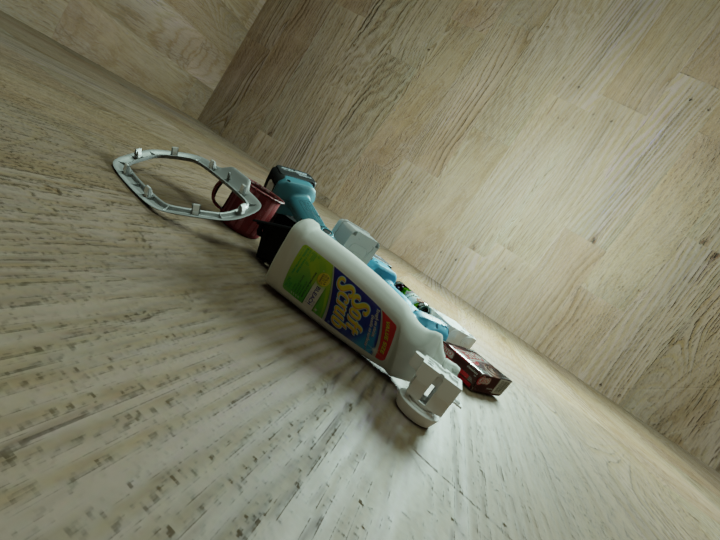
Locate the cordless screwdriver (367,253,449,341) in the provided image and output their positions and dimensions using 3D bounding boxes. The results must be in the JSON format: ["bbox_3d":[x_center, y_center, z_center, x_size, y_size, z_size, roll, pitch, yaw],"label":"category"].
[{"bbox_3d":[0.048,0.044,0.822,0.150,0.074,0.263,26,15,-44],"label":"cordless screwdriver"}]

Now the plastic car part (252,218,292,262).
[{"bbox_3d":[-0.111,-0.028,0.618,0.123,0.071,0.062,19,-3,43],"label":"plastic car part"}]

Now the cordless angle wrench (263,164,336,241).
[{"bbox_3d":[-0.070,-0.046,0.713,0.093,0.074,0.445,10,32,-34],"label":"cordless angle wrench"}]

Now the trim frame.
[{"bbox_3d":[-0.258,-0.137,0.637,0.176,0.027,0.262,-13,39,-44],"label":"trim frame"}]

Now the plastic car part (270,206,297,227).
[{"bbox_3d":[-0.115,-0.071,0.864,0.204,0.066,0.067,33,6,2],"label":"plastic car part"}]
